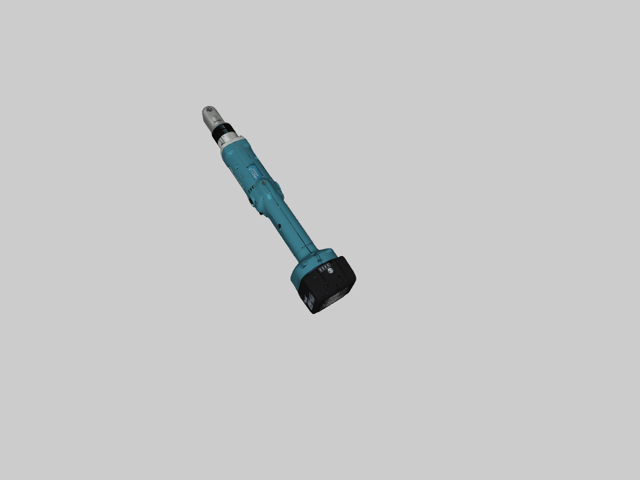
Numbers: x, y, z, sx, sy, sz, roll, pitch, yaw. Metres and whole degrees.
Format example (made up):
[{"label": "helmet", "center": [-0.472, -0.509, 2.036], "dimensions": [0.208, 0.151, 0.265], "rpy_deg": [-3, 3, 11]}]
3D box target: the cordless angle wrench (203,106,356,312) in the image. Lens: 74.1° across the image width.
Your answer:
[{"label": "cordless angle wrench", "center": [-0.094, -0.075, 0.719], "dimensions": [0.074, 0.422, 0.098], "rpy_deg": [-29, -18, -19]}]
